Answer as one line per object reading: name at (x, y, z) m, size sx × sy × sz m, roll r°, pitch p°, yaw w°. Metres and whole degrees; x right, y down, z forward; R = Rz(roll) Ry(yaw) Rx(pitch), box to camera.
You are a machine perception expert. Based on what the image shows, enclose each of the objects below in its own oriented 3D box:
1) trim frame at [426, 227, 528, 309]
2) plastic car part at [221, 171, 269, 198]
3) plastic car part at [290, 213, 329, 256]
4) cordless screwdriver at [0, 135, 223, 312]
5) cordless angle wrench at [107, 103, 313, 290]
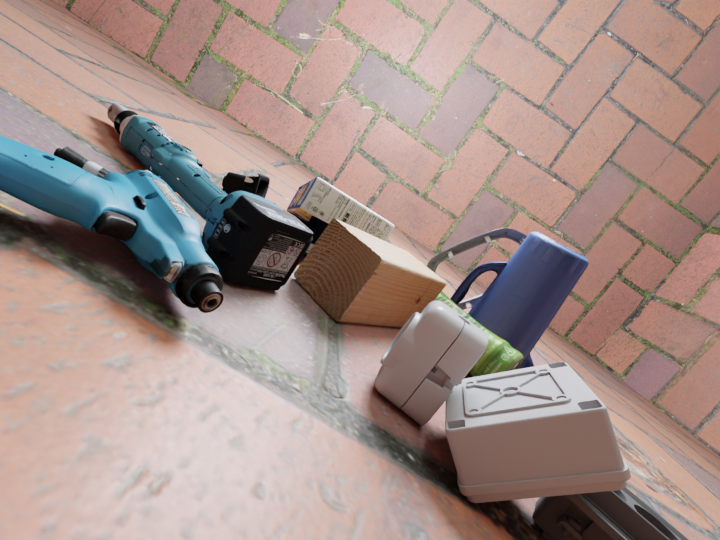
trim frame at (0.245, 0.008, 0.859) m, size 0.176 × 0.252 × 0.028 m, roll 58°, pitch 15°, yaw -31°
plastic car part at (-0.195, -0.137, 0.700) m, size 0.070 × 0.066 × 0.118 m, roll 18°, pitch 10°, yaw -8°
plastic car part at (-0.063, -0.041, 0.643) m, size 0.070 × 0.067 × 0.191 m, roll 19°, pitch -7°, yaw 45°
cordless screwdriver at (-0.197, -0.046, 0.250) m, size 0.168 × 0.074 × 0.235 m, roll 42°, pitch 9°, yaw 33°
cordless angle wrench at (-0.228, -0.128, 0.525) m, size 0.446 × 0.074 × 0.093 m, roll 38°, pitch 11°, yaw 33°
